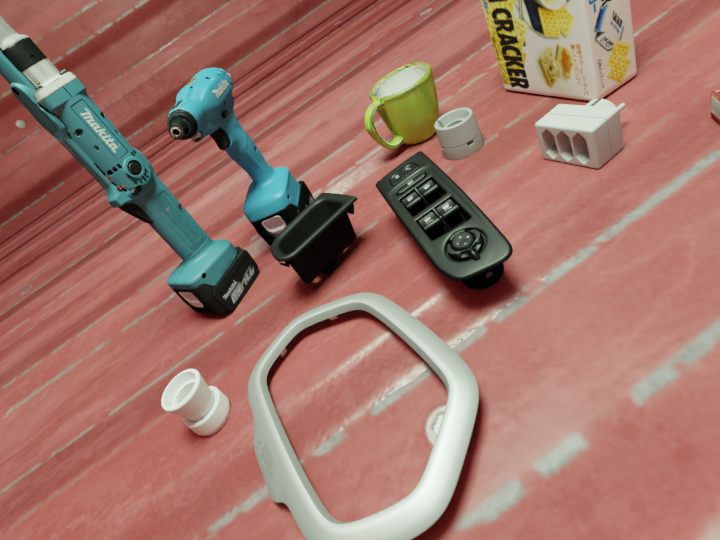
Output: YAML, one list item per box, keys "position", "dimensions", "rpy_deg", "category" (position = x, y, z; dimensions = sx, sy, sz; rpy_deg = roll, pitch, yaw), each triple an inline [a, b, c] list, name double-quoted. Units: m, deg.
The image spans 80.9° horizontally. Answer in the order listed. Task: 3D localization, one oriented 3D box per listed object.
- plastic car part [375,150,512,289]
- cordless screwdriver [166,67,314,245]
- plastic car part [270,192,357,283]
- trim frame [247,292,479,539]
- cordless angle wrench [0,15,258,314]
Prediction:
- position: [0.080, -0.048, 0.428]
  dimensions: [0.067, 0.064, 0.212]
  rpy_deg: [-30, 36, 4]
  category: "plastic car part"
- position: [-0.153, -0.134, 0.562]
  dimensions: [0.076, 0.237, 0.163]
  rpy_deg: [-20, 36, 18]
  category: "cordless screwdriver"
- position: [-0.050, -0.033, 0.510]
  dimensions: [0.070, 0.067, 0.116]
  rpy_deg: [15, 57, 47]
  category: "plastic car part"
- position: [-0.016, 0.105, 0.359]
  dimensions: [0.183, 0.026, 0.262]
  rpy_deg: [-40, 36, -9]
  category: "trim frame"
- position: [-0.275, -0.112, 0.490]
  dimensions: [0.078, 0.403, 0.098]
  rpy_deg: [-3, 43, 37]
  category: "cordless angle wrench"
